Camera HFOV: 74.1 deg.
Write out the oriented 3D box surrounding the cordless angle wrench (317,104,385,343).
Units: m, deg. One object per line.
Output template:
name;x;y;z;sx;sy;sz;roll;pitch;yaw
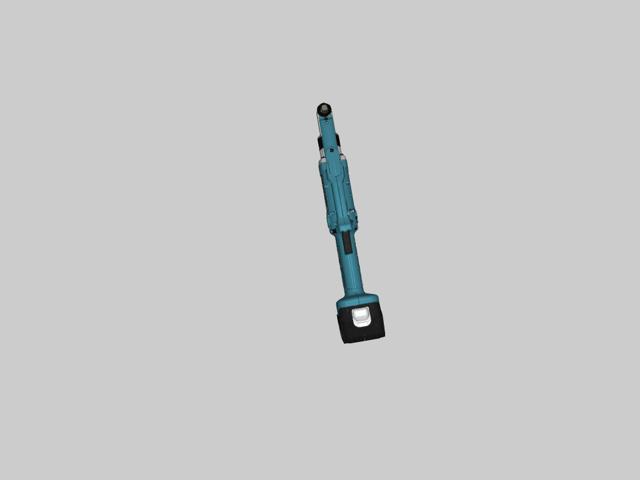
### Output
cordless angle wrench;0.039;-0.036;0.758;0.074;0.422;0.098;-9;-4;-2
